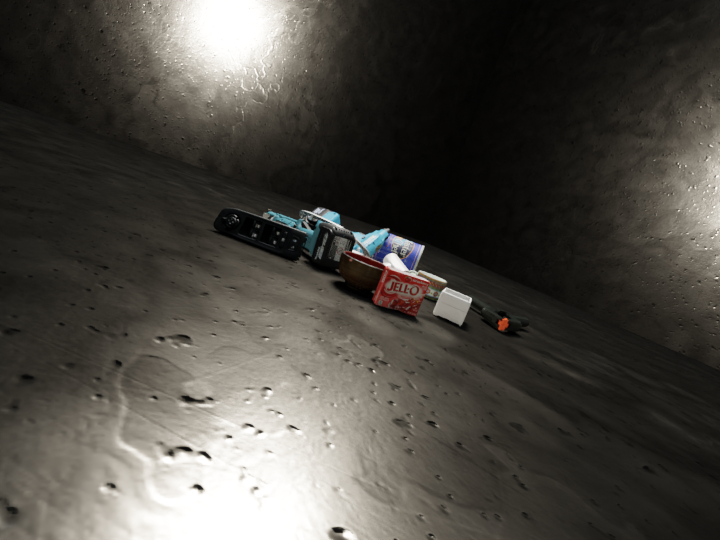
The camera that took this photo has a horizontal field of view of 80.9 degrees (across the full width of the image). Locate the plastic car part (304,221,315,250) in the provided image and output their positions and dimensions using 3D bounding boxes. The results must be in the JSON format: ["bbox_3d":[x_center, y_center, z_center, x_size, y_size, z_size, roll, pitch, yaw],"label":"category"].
[{"bbox_3d":[-0.110,-0.072,1.129,0.067,0.066,0.123,32,1,-44],"label":"plastic car part"}]

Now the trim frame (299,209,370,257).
[{"bbox_3d":[-0.077,-0.094,1.176,0.262,0.027,0.175,26,-16,32],"label":"trim frame"}]

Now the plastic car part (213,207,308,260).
[{"bbox_3d":[-0.220,-0.084,0.932,0.202,0.066,0.067,20,-1,-2],"label":"plastic car part"}]

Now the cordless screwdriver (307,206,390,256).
[{"bbox_3d":[-0.041,-0.123,1.308,0.262,0.072,0.156,26,46,29],"label":"cordless screwdriver"}]

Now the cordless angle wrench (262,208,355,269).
[{"bbox_3d":[-0.168,-0.102,1.103,0.070,0.098,0.446,15,7,-37],"label":"cordless angle wrench"}]
